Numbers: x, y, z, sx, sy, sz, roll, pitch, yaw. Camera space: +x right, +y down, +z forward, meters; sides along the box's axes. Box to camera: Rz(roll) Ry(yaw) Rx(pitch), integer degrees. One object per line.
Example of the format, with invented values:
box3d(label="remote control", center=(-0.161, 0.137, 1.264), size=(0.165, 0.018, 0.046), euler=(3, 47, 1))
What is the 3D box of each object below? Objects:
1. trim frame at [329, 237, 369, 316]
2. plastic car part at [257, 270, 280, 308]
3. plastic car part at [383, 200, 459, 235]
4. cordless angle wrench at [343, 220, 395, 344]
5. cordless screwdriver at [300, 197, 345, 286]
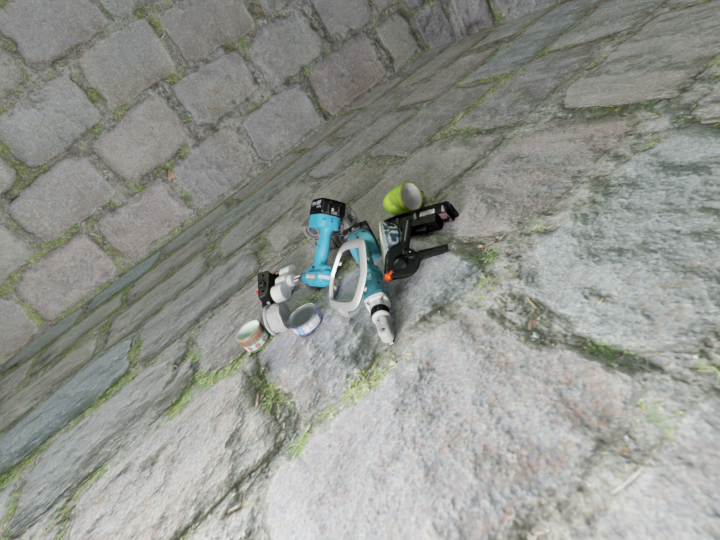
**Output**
box3d(label="trim frame", center=(-0.031, 0.016, 1.005), size=(0.255, 0.027, 0.185), euler=(172, 109, -67))
box3d(label="plastic car part", center=(-0.281, 0.048, 1.263), size=(0.067, 0.067, 0.121), euler=(-17, 50, 12))
box3d(label="plastic car part", center=(0.152, -0.123, 1.119), size=(0.212, 0.062, 0.068), euler=(-6, 62, 41))
box3d(label="cordless angle wrench", center=(0.025, 0.016, 1.003), size=(0.075, 0.094, 0.437), euler=(-26, 31, 9))
box3d(label="cordless screwdriver", center=(-0.118, -0.077, 1.209), size=(0.165, 0.071, 0.250), euler=(-7, 74, 60))
